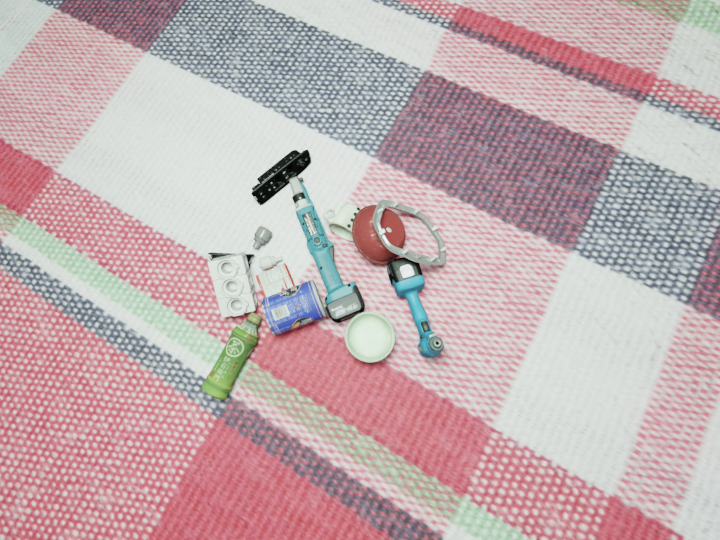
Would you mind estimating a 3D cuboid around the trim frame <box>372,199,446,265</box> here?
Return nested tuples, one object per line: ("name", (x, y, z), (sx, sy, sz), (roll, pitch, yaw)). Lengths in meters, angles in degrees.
("trim frame", (0.129, -0.093, 1.061), (0.236, 0.028, 0.190), (14, 53, -34))

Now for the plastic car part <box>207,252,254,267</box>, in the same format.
("plastic car part", (-0.351, -0.014, 1.151), (0.117, 0.066, 0.071), (5, 92, 2))

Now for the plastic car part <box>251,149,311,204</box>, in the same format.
("plastic car part", (-0.229, -0.276, 1.208), (0.202, 0.063, 0.071), (-37, 51, -4))

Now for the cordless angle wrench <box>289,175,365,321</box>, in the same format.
("cordless angle wrench", (-0.111, -0.073, 1.134), (0.098, 0.072, 0.435), (-23, 72, -2))

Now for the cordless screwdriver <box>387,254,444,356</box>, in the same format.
("cordless screwdriver", (0.138, 0.084, 1.019), (0.074, 0.155, 0.255), (-17, 73, -2))
